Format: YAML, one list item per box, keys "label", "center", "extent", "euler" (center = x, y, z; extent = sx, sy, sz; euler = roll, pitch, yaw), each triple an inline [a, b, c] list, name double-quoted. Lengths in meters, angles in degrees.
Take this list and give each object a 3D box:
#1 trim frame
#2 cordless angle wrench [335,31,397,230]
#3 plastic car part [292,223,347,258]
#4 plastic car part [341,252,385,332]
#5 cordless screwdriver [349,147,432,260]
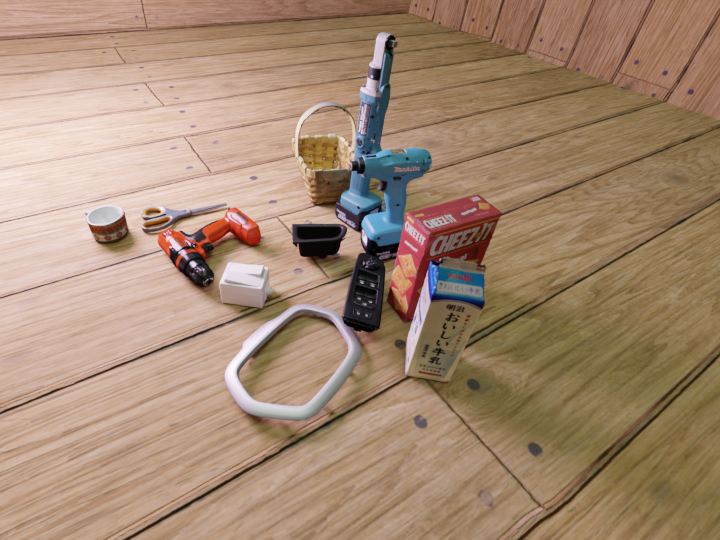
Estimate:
- label: "trim frame"
  center: [-0.108, 0.143, 0.704]
  extent: [0.192, 0.027, 0.245]
  euler: [25, 45, 21]
- label: "cordless angle wrench"
  center: [0.018, -0.278, 0.902]
  extent: [0.072, 0.412, 0.103]
  euler: [-28, 53, -36]
- label: "plastic car part"
  center: [-0.088, -0.058, 0.901]
  extent: [0.115, 0.069, 0.068]
  euler: [0, 42, -7]
- label: "plastic car part"
  center: [0.009, 0.044, 0.799]
  extent: [0.067, 0.065, 0.206]
  euler: [9, 41, 2]
- label: "cordless screwdriver"
  center: [0.042, -0.132, 0.868]
  extent: [0.156, 0.242, 0.078]
  euler: [-6, 43, -17]
